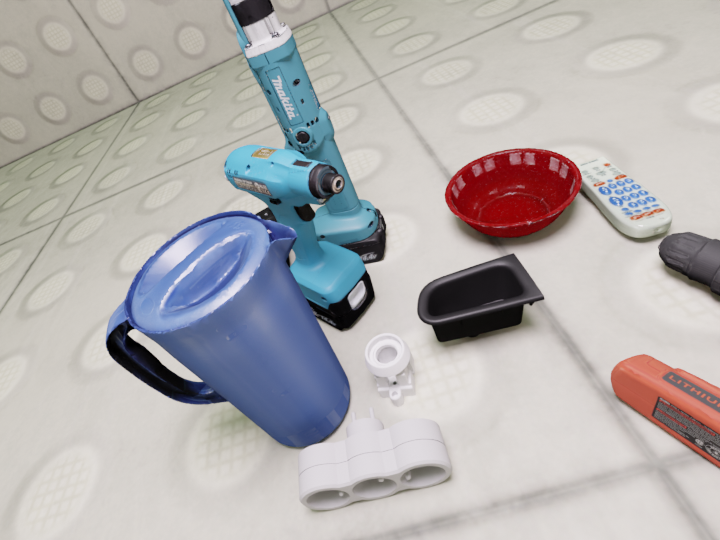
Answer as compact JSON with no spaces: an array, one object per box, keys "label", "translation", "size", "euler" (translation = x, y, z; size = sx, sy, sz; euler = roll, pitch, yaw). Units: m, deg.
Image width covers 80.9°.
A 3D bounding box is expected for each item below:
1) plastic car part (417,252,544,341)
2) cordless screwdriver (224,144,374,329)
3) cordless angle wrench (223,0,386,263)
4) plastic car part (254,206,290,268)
[{"label":"plastic car part","translation":[0.122,0.041,0.449],"size":[0.118,0.067,0.068],"euler":[-20,40,9]},{"label":"cordless screwdriver","translation":[-0.048,-0.031,0.486],"size":[0.168,0.237,0.074],"euler":[20,57,41]},{"label":"cordless angle wrench","translation":[-0.068,-0.174,0.519],"size":[0.100,0.403,0.076],"euler":[-10,41,18]},{"label":"plastic car part","translation":[-0.140,-0.019,0.658],"size":[0.067,0.064,0.211],"euler":[-21,41,6]}]
